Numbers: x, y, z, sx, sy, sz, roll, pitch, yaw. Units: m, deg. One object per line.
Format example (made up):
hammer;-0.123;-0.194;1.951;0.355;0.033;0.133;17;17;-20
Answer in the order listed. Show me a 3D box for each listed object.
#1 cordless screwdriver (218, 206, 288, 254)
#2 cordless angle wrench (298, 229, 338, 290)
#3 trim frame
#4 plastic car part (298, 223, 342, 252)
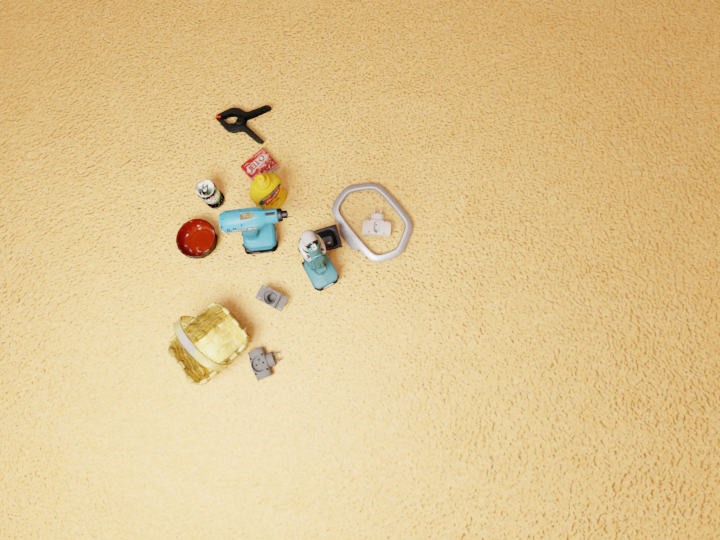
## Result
cordless screwdriver;-0.252;-0.106;1.086;0.159;0.245;0.075;-7;80;-2
cordless angle wrench;-0.102;-0.029;0.972;0.074;0.417;0.100;-27;82;-6
trim frame;0.031;-0.139;1.188;0.183;0.027;0.254;-38;78;-5
plastic car part;-0.113;-0.074;1.160;0.116;0.070;0.067;-16;79;-1
